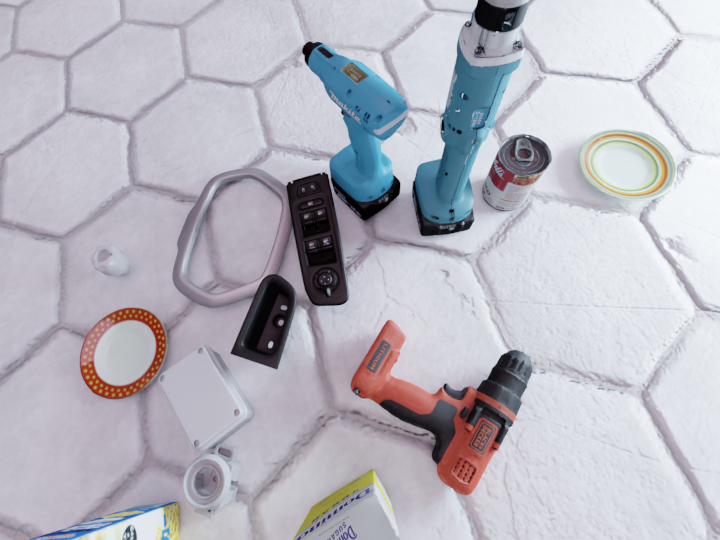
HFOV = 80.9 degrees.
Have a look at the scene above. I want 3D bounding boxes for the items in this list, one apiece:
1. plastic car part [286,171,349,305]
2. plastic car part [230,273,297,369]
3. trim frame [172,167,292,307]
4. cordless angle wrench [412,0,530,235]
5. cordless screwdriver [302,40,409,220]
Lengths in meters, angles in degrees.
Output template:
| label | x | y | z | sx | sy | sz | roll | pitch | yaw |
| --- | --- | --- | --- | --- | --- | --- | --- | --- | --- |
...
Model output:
| label | x | y | z | sx | sy | sz | roll | pitch | yaw |
| --- | --- | --- | --- | --- | --- | --- | --- | --- | --- |
| plastic car part | -0.061 | -0.040 | 0.621 | 0.066 | 0.065 | 0.209 | -12 | 66 | -1 |
| plastic car part | -0.119 | 0.072 | 0.578 | 0.067 | 0.069 | 0.117 | 14 | 69 | 10 |
| trim frame | -0.201 | -0.059 | 0.667 | 0.187 | 0.027 | 0.252 | 7 | 68 | 10 |
| cordless angle wrench | 0.116 | -0.164 | 0.465 | 0.074 | 0.411 | 0.100 | -7 | 69 | -1 |
| cordless screwdriver | -0.012 | -0.184 | 0.581 | 0.074 | 0.241 | 0.165 | -37 | 71 | -12 |
